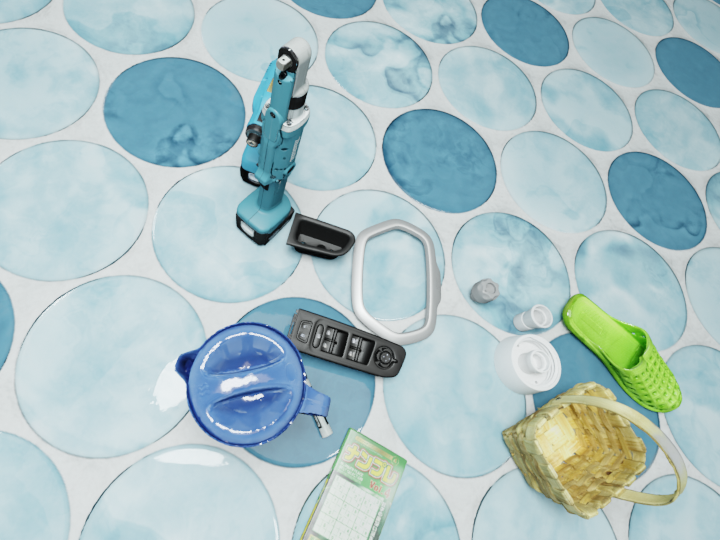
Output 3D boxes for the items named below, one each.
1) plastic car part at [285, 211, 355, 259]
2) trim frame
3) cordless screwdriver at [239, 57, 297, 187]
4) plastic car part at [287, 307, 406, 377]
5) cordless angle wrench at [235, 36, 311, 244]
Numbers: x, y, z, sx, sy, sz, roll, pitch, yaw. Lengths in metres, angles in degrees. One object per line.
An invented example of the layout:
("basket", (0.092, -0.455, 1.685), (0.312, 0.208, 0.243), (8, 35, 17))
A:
("plastic car part", (-0.075, -0.049, 0.770), (0.115, 0.071, 0.067), (18, 66, -7))
("trim frame", (0.071, 0.016, 0.800), (0.181, 0.027, 0.254), (7, 67, -10))
("cordless screwdriver", (-0.164, -0.219, 0.723), (0.073, 0.249, 0.161), (20, 66, -10))
("plastic car part", (-0.025, 0.130, 0.709), (0.201, 0.067, 0.067), (18, 66, -5))
("cordless angle wrench", (-0.123, -0.160, 0.612), (0.075, 0.423, 0.097), (41, 64, -1))
